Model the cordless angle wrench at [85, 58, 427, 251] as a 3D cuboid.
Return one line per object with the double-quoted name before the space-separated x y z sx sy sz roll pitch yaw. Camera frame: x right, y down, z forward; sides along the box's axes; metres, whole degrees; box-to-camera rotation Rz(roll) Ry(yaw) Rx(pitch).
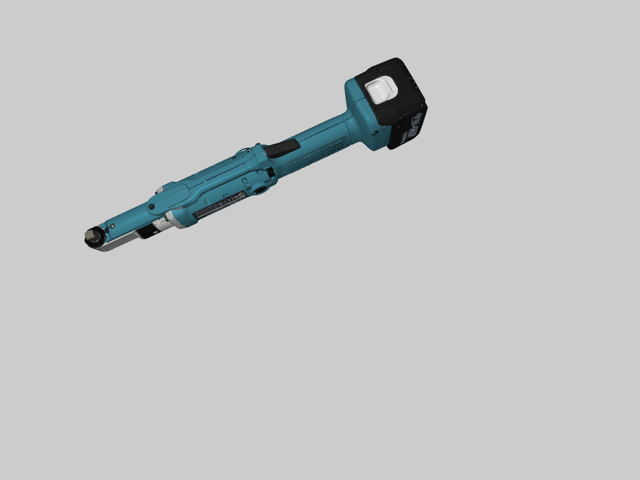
"cordless angle wrench" -0.081 -0.084 0.512 0.423 0.074 0.098 -25 -13 -1
